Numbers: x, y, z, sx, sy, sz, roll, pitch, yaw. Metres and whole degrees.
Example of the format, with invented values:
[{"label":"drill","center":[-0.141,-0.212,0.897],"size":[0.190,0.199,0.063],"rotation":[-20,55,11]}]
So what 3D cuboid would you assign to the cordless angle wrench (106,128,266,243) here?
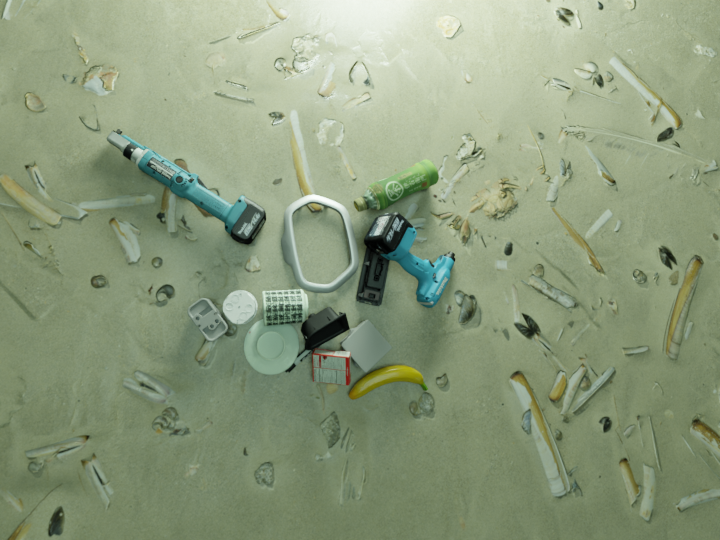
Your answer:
[{"label":"cordless angle wrench","center":[-0.423,-0.209,1.007],"size":[0.424,0.074,0.098],"rotation":[32,79,1]}]

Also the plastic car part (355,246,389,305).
[{"label":"plastic car part","center":[0.041,-0.019,1.039],"size":[0.066,0.066,0.204],"rotation":[11,78,-1]}]

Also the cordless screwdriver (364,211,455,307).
[{"label":"cordless screwdriver","center":[0.132,-0.044,1.013],"size":[0.239,0.077,0.159],"rotation":[45,65,-23]}]

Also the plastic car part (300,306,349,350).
[{"label":"plastic car part","center":[-0.094,0.128,0.998],"size":[0.115,0.063,0.075],"rotation":[-26,46,-12]}]

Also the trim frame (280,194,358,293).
[{"label":"trim frame","center":[-0.102,-0.067,1.045],"size":[0.182,0.028,0.250],"rotation":[-11,85,-9]}]
